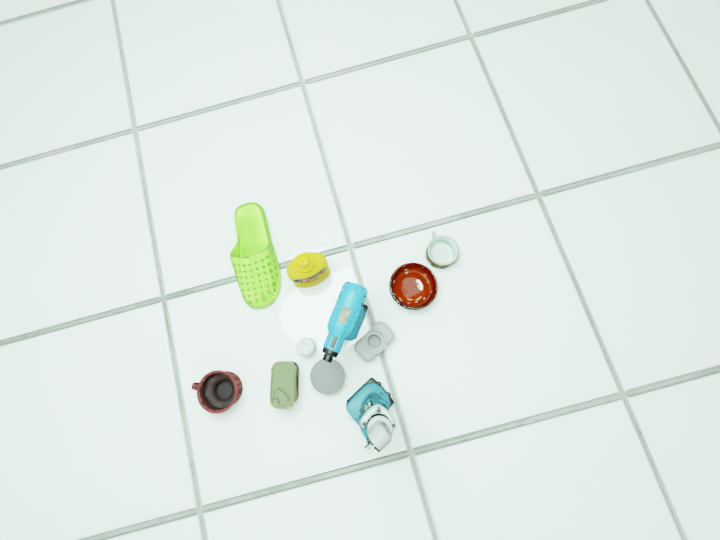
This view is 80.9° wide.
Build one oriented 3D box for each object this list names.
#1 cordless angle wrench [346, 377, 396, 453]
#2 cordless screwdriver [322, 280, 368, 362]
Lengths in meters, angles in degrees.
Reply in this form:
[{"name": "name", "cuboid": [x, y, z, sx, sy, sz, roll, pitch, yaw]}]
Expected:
[{"name": "cordless angle wrench", "cuboid": [0.025, 0.269, 0.789, 0.097, 0.416, 0.076, -42, 83, -8]}, {"name": "cordless screwdriver", "cuboid": [-0.038, 0.118, 0.917, 0.075, 0.245, 0.160, 21, 80, 3]}]
